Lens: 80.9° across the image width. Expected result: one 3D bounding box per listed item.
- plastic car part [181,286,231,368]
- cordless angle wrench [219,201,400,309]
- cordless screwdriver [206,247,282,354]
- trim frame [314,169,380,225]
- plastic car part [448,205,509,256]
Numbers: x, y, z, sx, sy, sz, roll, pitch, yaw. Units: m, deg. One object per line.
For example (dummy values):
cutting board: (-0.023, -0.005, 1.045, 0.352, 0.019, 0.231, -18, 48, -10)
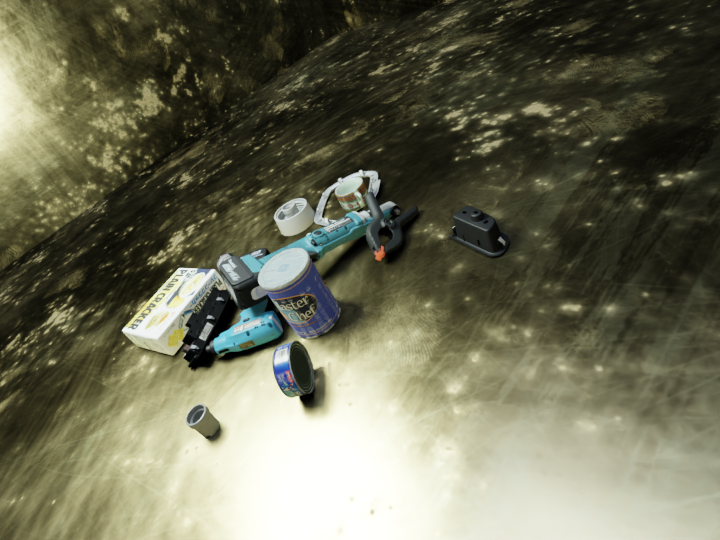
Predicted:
plastic car part: (-0.340, 0.109, 0.928, 0.066, 0.066, 0.205, -56, 10, 41)
cordless angle wrench: (-0.088, -0.058, 0.902, 0.415, 0.071, 0.104, -29, 45, -22)
cordless screwdriver: (-0.249, 0.068, 0.915, 0.161, 0.071, 0.258, -23, 39, 9)
trim frame: (-0.033, -0.196, 1.121, 0.190, 0.026, 0.252, -12, 38, 23)
plastic car part: (0.213, -0.081, 0.768, 0.065, 0.068, 0.122, -36, 32, -8)
